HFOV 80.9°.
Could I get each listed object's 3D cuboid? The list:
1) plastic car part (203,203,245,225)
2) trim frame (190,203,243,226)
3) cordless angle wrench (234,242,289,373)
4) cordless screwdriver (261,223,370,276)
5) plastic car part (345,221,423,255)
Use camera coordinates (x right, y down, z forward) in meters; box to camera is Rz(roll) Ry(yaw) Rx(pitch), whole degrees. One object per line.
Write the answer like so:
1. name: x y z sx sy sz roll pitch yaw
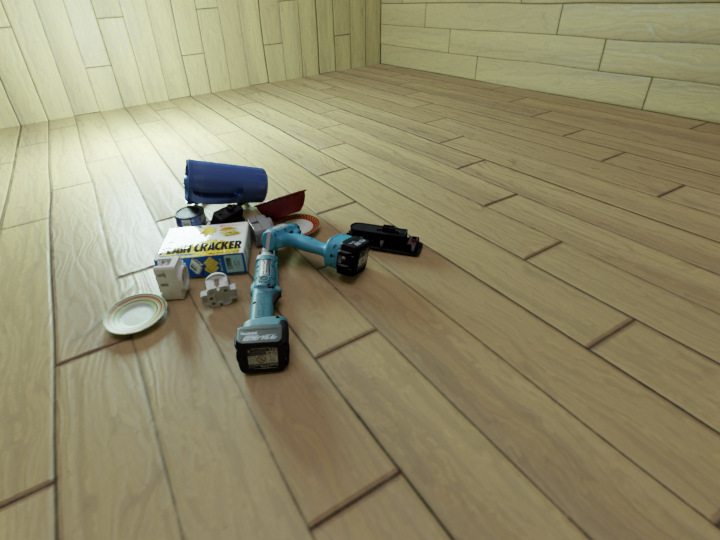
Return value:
1. plastic car part: -0.381 -0.155 1.208 0.068 0.070 0.114 38 50 13
2. trim frame: -0.466 -0.194 1.326 0.189 0.026 0.250 6 37 13
3. cordless angle wrench: -0.206 0.040 0.921 0.097 0.072 0.439 -4 32 -8
4. cordless screwdriver: -0.101 -0.066 1.037 0.257 0.073 0.156 15 21 17
5. plastic car part: 0.054 -0.086 1.084 0.210 0.064 0.066 7 42 21
